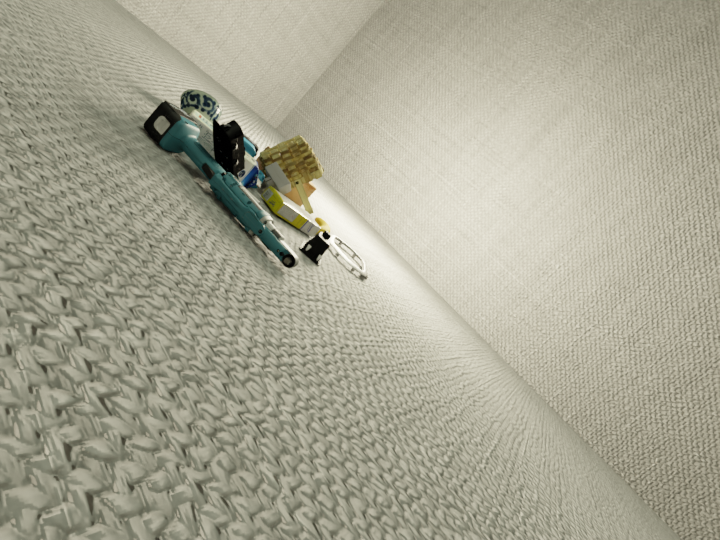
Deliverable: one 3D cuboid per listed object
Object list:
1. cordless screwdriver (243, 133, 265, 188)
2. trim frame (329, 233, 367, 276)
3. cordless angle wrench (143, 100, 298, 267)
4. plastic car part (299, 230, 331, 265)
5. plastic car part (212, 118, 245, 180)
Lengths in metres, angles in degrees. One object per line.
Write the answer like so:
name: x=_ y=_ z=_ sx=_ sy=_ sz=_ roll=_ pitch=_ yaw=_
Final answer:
cordless screwdriver: x=-0.357 y=-0.336 z=1.209 sx=0.151 sy=0.075 sz=0.260 roll=36 pitch=16 yaw=-33
trim frame: x=-0.039 y=-0.047 z=1.378 sx=0.182 sy=0.027 sz=0.251 roll=41 pitch=8 yaw=-8
cordless angle wrench: x=-0.267 y=-0.165 z=0.845 sx=0.431 sy=0.075 sz=0.095 roll=47 pitch=10 yaw=10
plastic car part: x=-0.105 y=-0.068 z=1.070 sx=0.065 sy=0.071 sz=0.118 roll=43 pitch=13 yaw=-11
plastic car part: x=-0.282 y=-0.258 z=0.924 sx=0.068 sy=0.066 sz=0.201 roll=55 pitch=-19 yaw=9
